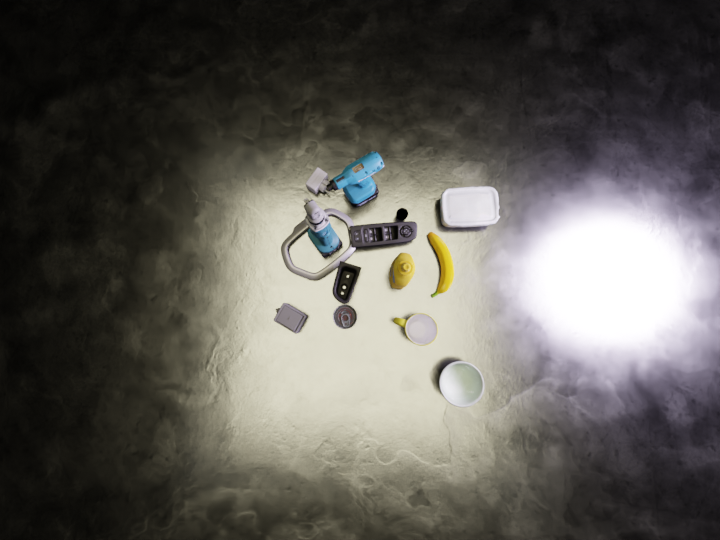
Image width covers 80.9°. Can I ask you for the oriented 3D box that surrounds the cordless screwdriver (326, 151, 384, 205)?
[{"bbox_3d":[-0.019,-0.244,1.206,0.159,0.246,0.075,-30,85,-3],"label":"cordless screwdriver"}]

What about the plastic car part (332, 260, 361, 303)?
[{"bbox_3d":[-0.046,0.039,1.251,0.067,0.070,0.117,17,83,4],"label":"plastic car part"}]

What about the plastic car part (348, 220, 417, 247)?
[{"bbox_3d":[0.069,-0.107,1.267,0.204,0.066,0.067,-6,82,3],"label":"plastic car part"}]

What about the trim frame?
[{"bbox_3d":[-0.127,-0.083,1.299,0.248,0.027,0.188,-39,80,-2],"label":"trim frame"}]

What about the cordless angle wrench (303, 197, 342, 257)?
[{"bbox_3d":[-0.105,-0.112,1.105,0.074,0.418,0.099,-36,85,-4],"label":"cordless angle wrench"}]
